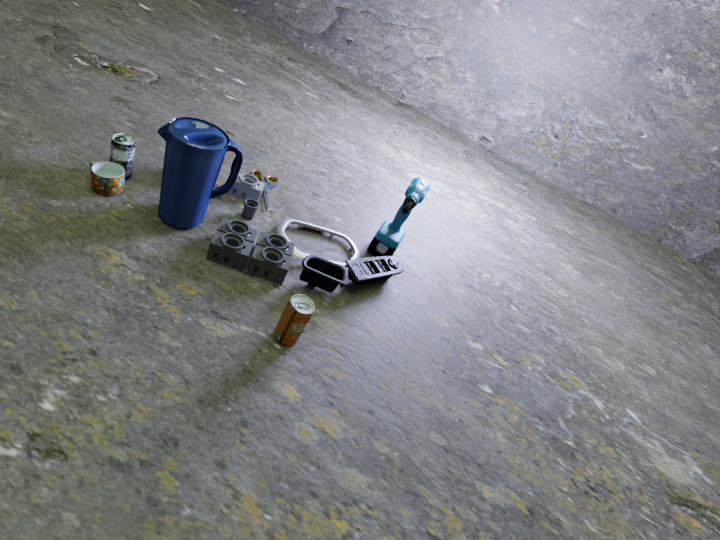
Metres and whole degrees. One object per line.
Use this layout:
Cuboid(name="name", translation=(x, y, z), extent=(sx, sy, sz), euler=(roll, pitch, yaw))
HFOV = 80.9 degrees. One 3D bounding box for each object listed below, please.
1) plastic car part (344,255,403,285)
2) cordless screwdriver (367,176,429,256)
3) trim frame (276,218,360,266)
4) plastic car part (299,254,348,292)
Cuboid(name="plastic car part", translation=(0.036, 0.004, 1.112), extent=(0.195, 0.066, 0.069), euler=(-12, 52, -41))
Cuboid(name="cordless screwdriver", translation=(0.102, -0.131, 1.167), extent=(0.075, 0.247, 0.158), euler=(31, 36, 1))
Cuboid(name="trim frame", translation=(-0.113, -0.074, 1.152), extent=(0.241, 0.027, 0.191), euler=(13, 38, -18))
Cuboid(name="plastic car part", translation=(-0.096, 0.014, 1.017), extent=(0.114, 0.070, 0.067), euler=(20, 37, -10))
